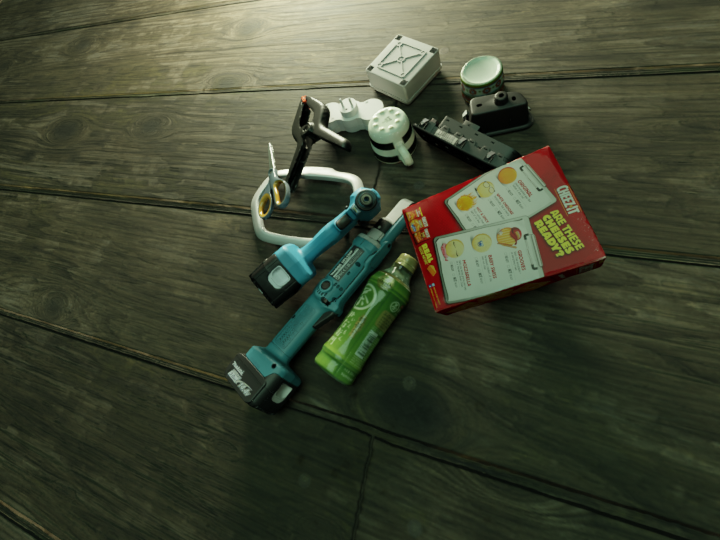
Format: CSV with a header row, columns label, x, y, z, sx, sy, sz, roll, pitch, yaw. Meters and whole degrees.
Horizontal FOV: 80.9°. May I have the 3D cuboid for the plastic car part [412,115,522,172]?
label,x,y,z,sx,sy,sz,roll,pitch,yaw
plastic car part,0.189,-0.213,0.724,0.067,0.063,0.213,-48,61,4

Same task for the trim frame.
label,x,y,z,sx,sy,sz,roll,pitch,yaw
trim frame,-0.108,-0.128,0.828,0.259,0.026,0.186,7,71,25

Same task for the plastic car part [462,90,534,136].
label,x,y,z,sx,sy,sz,roll,pitch,yaw
plastic car part,0.237,-0.280,0.737,0.120,0.067,0.067,-6,67,21

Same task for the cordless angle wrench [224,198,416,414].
label,x,y,z,sx,sy,sz,roll,pitch,yaw
cordless angle wrench,-0.047,0.039,0.704,0.104,0.070,0.422,32,78,39

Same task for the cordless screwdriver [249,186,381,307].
label,x,y,z,sx,sy,sz,roll,pitch,yaw
cordless screwdriver,-0.067,-0.044,0.688,0.249,0.159,0.074,-40,93,4
